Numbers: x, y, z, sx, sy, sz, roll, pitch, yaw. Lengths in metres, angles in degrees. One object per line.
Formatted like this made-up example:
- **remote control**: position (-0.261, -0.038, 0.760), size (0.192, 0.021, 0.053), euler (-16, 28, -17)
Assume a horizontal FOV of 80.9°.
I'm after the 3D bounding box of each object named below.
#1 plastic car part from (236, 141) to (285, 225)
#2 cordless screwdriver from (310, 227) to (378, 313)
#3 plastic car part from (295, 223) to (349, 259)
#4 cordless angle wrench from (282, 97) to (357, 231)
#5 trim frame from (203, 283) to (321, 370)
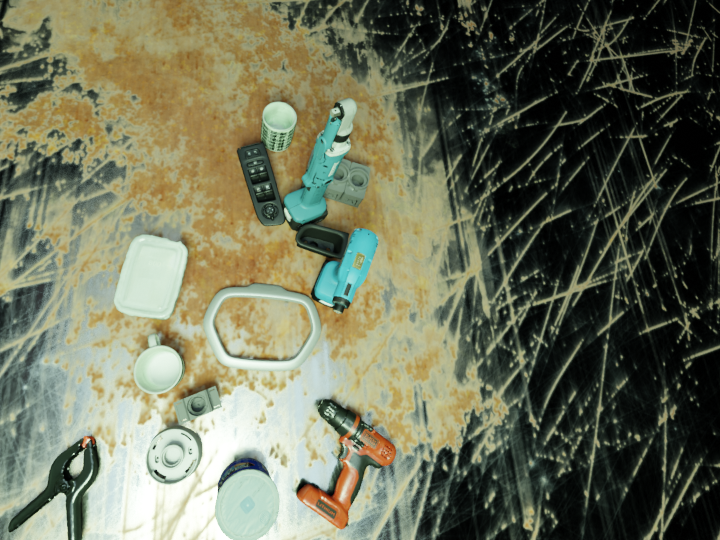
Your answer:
- **plastic car part**: position (-0.228, -0.189, 0.974), size (0.065, 0.067, 0.207), euler (-15, 75, -19)
- **cordless screwdriver**: position (-0.042, 0.028, 0.841), size (0.073, 0.250, 0.160), euler (24, 69, -9)
- **plastic car part**: position (-0.094, -0.061, 0.957), size (0.115, 0.071, 0.067), euler (16, 70, -8)
- **cordless angle wrench**: position (-0.077, -0.191, 0.816), size (0.096, 0.425, 0.075), euler (-26, 84, -22)
- **trim frame**: position (-0.204, 0.116, 0.894), size (0.244, 0.027, 0.188), euler (5, 70, -11)
